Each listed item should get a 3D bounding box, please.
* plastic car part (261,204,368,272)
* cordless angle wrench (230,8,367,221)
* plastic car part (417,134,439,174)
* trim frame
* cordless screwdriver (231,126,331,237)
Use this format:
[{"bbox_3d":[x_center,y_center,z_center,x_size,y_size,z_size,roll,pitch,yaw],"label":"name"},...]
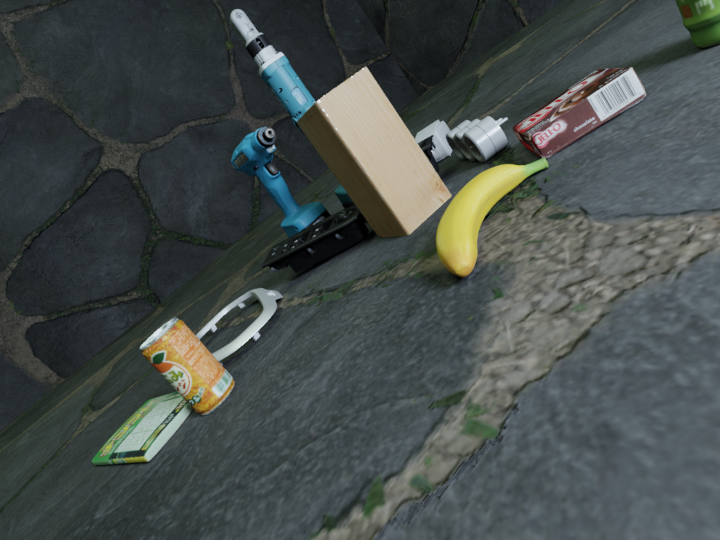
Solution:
[{"bbox_3d":[-0.068,-0.045,0.699,0.207,0.065,0.066,-29,16,27],"label":"plastic car part"},{"bbox_3d":[-0.093,-0.274,0.754,0.074,0.414,0.100,-39,12,-10],"label":"cordless angle wrench"},{"bbox_3d":[0.082,-0.161,0.698,0.119,0.069,0.066,-28,16,29],"label":"plastic car part"},{"bbox_3d":[-0.207,0.090,0.688,0.183,0.027,0.256,-41,17,-12],"label":"trim frame"},{"bbox_3d":[-0.130,-0.140,0.766,0.073,0.243,0.164,-42,14,-26],"label":"cordless screwdriver"}]
